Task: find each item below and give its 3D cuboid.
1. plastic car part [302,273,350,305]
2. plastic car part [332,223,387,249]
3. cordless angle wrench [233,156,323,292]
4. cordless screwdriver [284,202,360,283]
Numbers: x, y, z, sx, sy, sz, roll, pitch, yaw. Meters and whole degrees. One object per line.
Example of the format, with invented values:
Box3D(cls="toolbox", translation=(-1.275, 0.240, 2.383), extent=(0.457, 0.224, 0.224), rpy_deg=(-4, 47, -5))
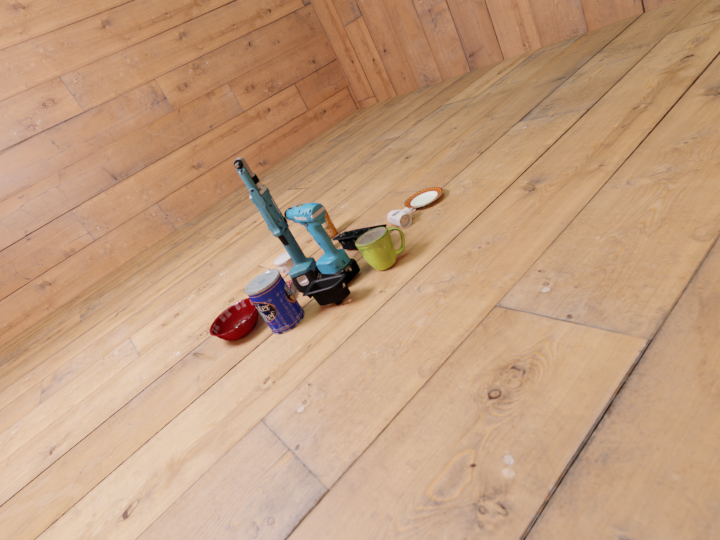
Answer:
Box3D(cls="plastic car part", translation=(-0.077, 0.057, 1.082), extent=(0.121, 0.068, 0.066), rpy_deg=(-12, 29, 33))
Box3D(cls="plastic car part", translation=(-0.001, -0.098, 1.290), extent=(0.213, 0.065, 0.065), rpy_deg=(2, 38, 48))
Box3D(cls="cordless angle wrench", translation=(-0.234, -0.129, 1.191), extent=(0.076, 0.408, 0.099), rpy_deg=(-22, 23, 17))
Box3D(cls="cordless screwdriver", translation=(-0.113, -0.074, 1.161), extent=(0.073, 0.240, 0.167), rpy_deg=(-41, 26, -29))
